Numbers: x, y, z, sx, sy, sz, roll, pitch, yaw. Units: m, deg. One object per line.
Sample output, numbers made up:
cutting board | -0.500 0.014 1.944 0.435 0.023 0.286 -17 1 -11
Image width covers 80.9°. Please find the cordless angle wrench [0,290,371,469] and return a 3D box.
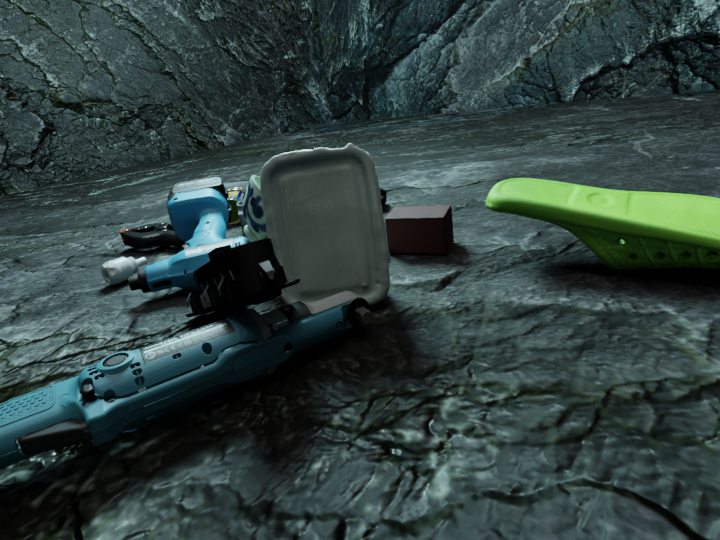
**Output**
cordless angle wrench | -0.172 0.089 0.306 0.410 0.072 0.103 -19 24 -28

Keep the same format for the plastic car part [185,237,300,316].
plastic car part | -0.118 0.008 0.399 0.064 0.067 0.210 -9 0 -32

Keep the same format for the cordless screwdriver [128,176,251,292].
cordless screwdriver | -0.253 -0.054 0.626 0.156 0.072 0.262 -16 35 -15

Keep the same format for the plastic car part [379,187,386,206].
plastic car part | 0.008 -0.132 0.772 0.075 0.064 0.113 26 35 31
